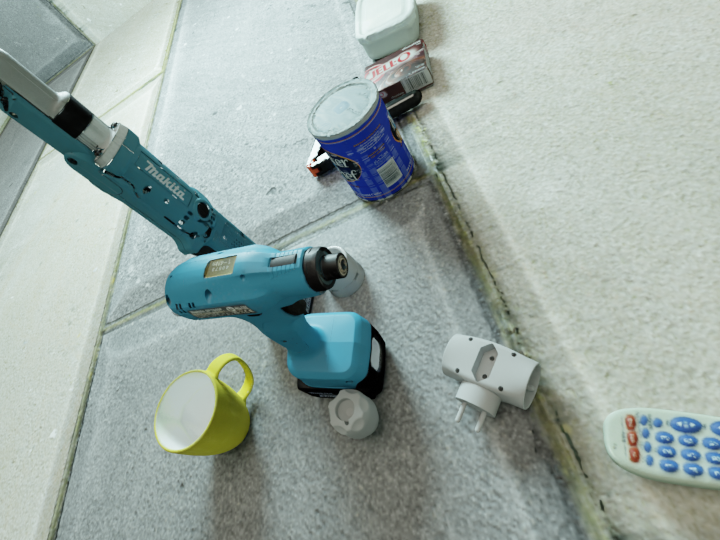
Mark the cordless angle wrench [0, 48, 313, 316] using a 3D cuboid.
[{"bbox_3d":[-0.186,-0.057,0.452,0.077,0.399,0.100,-9,56,27],"label":"cordless angle wrench"}]

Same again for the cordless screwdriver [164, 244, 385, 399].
[{"bbox_3d":[-0.041,0.053,0.397,0.165,0.235,0.076,-9,56,27],"label":"cordless screwdriver"}]
